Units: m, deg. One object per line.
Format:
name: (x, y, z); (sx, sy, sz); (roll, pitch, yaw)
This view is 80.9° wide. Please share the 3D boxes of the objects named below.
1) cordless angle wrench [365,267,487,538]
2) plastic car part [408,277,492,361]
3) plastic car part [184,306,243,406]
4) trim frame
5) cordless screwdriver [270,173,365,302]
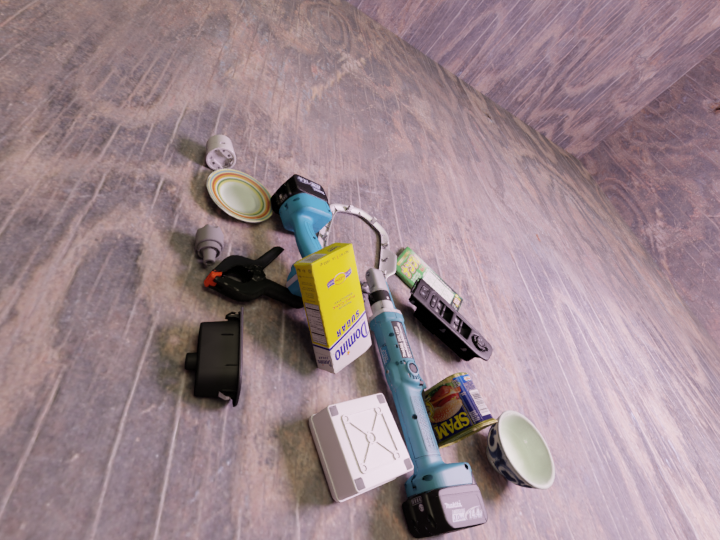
cordless angle wrench: (0.070, 0.170, 0.681); (0.093, 0.075, 0.440); (13, 45, -33)
plastic car part: (0.169, 0.110, 0.832); (0.204, 0.067, 0.065); (39, 30, 4)
plastic car part: (-0.188, 0.111, 0.544); (0.069, 0.065, 0.120); (7, 51, -17)
trim frame: (-0.003, -0.055, 0.888); (0.179, 0.028, 0.253); (30, 37, -15)
cordless screwdriver: (-0.075, -0.049, 0.762); (0.150, 0.075, 0.259); (21, 40, -42)
